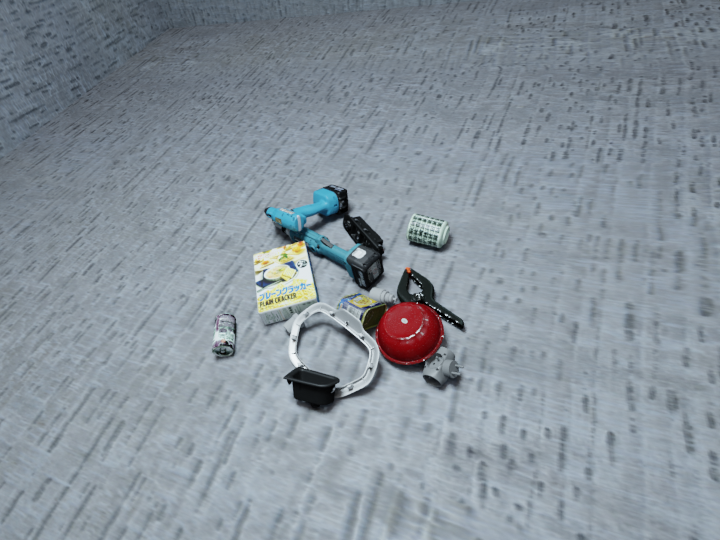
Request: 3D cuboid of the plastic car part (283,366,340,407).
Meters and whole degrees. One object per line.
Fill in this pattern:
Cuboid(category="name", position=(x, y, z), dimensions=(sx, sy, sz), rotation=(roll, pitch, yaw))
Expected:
Cuboid(category="plastic car part", position=(-0.106, 0.267, 0.940), dimensions=(0.121, 0.070, 0.064), rotation=(9, 13, 26))

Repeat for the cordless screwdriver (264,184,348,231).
Cuboid(category="cordless screwdriver", position=(-0.165, -0.198, 1.310), dimensions=(0.168, 0.072, 0.242), rotation=(23, 40, 39))

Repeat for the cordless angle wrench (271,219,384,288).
Cuboid(category="cordless angle wrench", position=(-0.122, -0.079, 1.243), dimensions=(0.447, 0.093, 0.073), rotation=(28, 59, 37))

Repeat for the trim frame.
Cuboid(category="trim frame", position=(-0.071, 0.180, 0.995), dimensions=(0.262, 0.026, 0.184), rotation=(34, 85, 34))

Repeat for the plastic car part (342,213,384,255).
Cuboid(category="plastic car part", position=(0.013, -0.105, 1.240), dimensions=(0.065, 0.064, 0.214), rotation=(-24, 47, -22))
